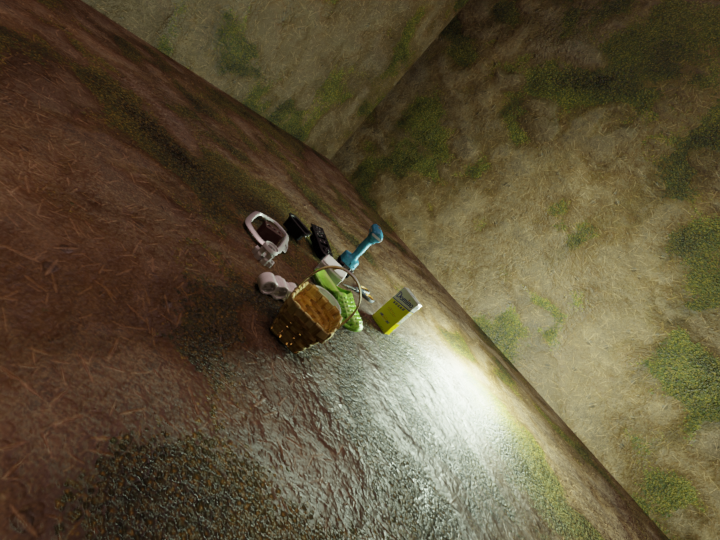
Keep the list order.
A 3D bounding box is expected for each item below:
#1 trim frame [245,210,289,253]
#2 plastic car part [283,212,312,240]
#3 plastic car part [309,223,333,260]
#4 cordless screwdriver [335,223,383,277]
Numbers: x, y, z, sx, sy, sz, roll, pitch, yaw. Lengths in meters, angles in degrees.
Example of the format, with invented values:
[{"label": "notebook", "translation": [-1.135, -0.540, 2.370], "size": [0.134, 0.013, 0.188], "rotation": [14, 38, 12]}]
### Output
[{"label": "trim frame", "translation": [-0.329, -0.136, 1.514], "size": [0.181, 0.028, 0.252], "rotation": [40, 16, -11]}, {"label": "plastic car part", "translation": [-0.259, -0.164, 1.675], "size": [0.119, 0.071, 0.064], "rotation": [46, 16, 9]}, {"label": "plastic car part", "translation": [-0.172, -0.112, 1.758], "size": [0.063, 0.067, 0.213], "rotation": [30, 20, -39]}, {"label": "cordless screwdriver", "translation": [-0.005, -0.093, 1.773], "size": [0.072, 0.250, 0.162], "rotation": [40, 17, -15]}]
